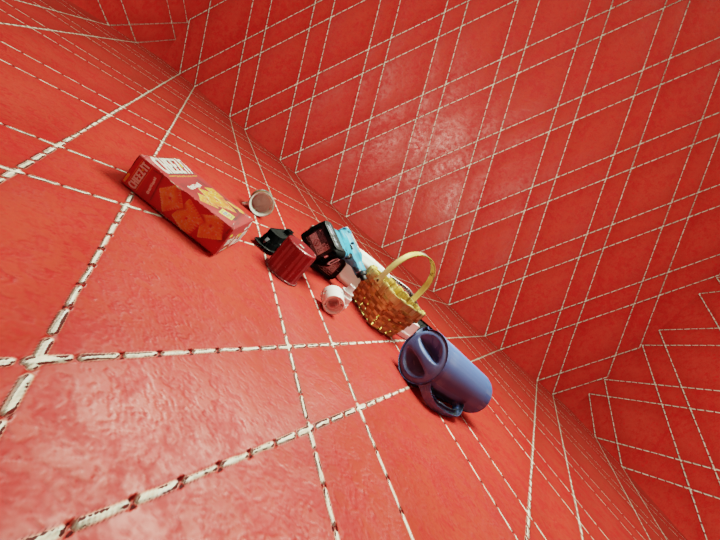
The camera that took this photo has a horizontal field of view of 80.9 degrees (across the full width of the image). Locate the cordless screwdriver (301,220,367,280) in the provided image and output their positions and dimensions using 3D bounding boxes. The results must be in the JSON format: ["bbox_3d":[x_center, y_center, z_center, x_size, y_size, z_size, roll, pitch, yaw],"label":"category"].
[{"bbox_3d":[-0.053,-0.044,1.098,0.162,0.075,0.240,63,16,9],"label":"cordless screwdriver"}]

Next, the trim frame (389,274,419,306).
[{"bbox_3d":[0.114,0.083,1.423,0.195,0.027,0.236,24,-25,39],"label":"trim frame"}]

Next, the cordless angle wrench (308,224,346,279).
[{"bbox_3d":[-0.136,-0.089,1.392,0.094,0.074,0.437,38,7,-21],"label":"cordless angle wrench"}]

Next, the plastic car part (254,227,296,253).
[{"bbox_3d":[-0.206,-0.077,1.090,0.067,0.067,0.199,49,13,4],"label":"plastic car part"}]

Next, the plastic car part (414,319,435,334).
[{"bbox_3d":[0.199,0.209,1.384,0.122,0.066,0.067,42,23,30],"label":"plastic car part"}]
